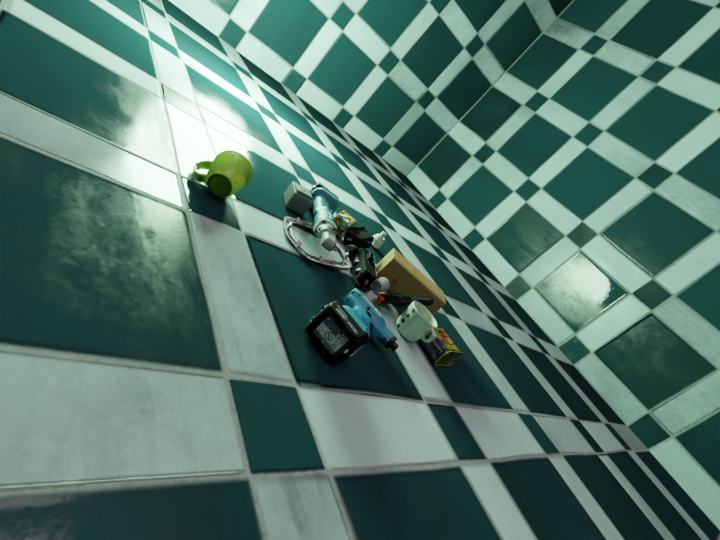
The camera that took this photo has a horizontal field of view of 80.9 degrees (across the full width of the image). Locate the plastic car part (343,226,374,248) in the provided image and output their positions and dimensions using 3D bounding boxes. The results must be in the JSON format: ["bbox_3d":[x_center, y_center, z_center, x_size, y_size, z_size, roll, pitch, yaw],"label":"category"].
[{"bbox_3d":[0.002,-0.093,1.291,0.074,0.065,0.113,29,16,19],"label":"plastic car part"}]

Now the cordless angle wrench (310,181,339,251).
[{"bbox_3d":[-0.100,-0.146,1.157,0.095,0.074,0.435,35,16,-20],"label":"cordless angle wrench"}]

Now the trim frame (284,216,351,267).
[{"bbox_3d":[-0.109,-0.071,1.118,0.236,0.028,0.193,16,34,-56],"label":"trim frame"}]

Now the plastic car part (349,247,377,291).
[{"bbox_3d":[0.014,-0.010,1.180,0.064,0.068,0.207,44,21,-21],"label":"plastic car part"}]

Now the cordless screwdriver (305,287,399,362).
[{"bbox_3d":[-0.002,0.122,0.850,0.163,0.075,0.242,47,16,10],"label":"cordless screwdriver"}]
